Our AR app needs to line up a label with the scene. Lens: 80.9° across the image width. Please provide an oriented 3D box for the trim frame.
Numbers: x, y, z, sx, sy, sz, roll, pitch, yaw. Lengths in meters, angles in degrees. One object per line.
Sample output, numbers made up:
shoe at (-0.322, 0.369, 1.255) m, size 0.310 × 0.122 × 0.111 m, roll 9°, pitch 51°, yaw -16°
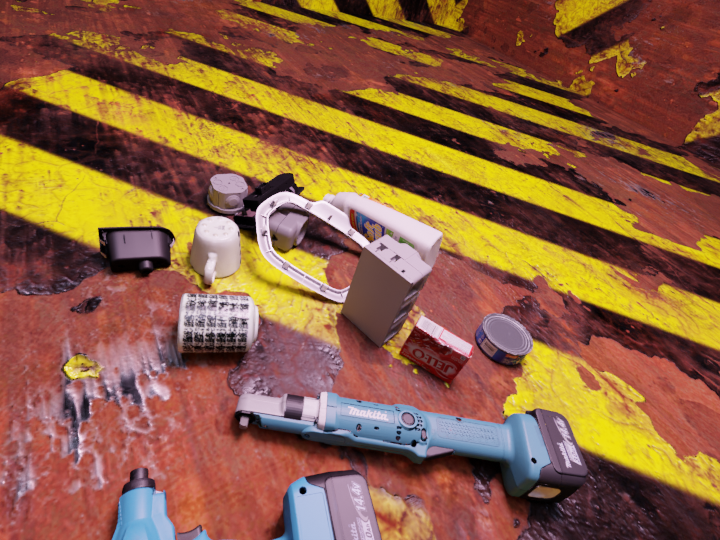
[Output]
trim frame at (-0.074, -0.048, 0.754) m, size 0.244 × 0.028 × 0.186 m, roll 30°, pitch 49°, yaw -9°

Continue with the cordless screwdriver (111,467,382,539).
cordless screwdriver at (-0.113, 0.255, 0.417) m, size 0.242 × 0.073 × 0.167 m, roll -7°, pitch 45°, yaw -19°

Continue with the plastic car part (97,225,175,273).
plastic car part at (-0.355, -0.028, 0.678) m, size 0.112 × 0.066 × 0.073 m, roll -3°, pitch 59°, yaw -26°

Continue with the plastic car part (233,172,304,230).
plastic car part at (-0.185, -0.148, 0.856) m, size 0.069 × 0.065 × 0.201 m, roll 0°, pitch 28°, yaw 27°

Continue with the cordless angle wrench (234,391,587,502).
cordless angle wrench at (0.054, 0.203, 0.533) m, size 0.421 × 0.073 × 0.100 m, roll 10°, pitch 40°, yaw -3°
